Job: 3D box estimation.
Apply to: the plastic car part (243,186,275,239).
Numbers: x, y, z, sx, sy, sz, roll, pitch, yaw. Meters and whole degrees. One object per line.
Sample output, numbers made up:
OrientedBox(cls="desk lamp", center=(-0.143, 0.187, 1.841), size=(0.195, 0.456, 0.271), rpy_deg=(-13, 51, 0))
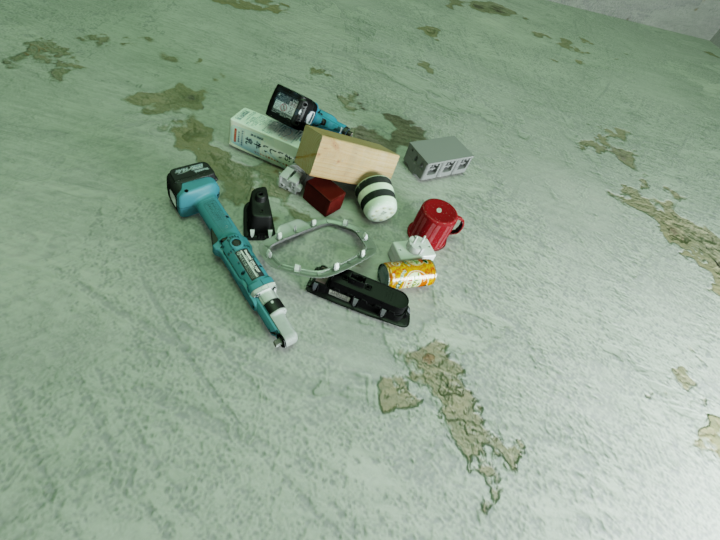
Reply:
OrientedBox(cls="plastic car part", center=(-0.207, -0.126, 0.868), size=(0.064, 0.070, 0.121), rpy_deg=(0, 54, -19))

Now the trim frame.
OrientedBox(cls="trim frame", center=(-0.081, -0.053, 0.827), size=(0.194, 0.027, 0.241), rpy_deg=(29, 41, 33))

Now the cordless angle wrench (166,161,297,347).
OrientedBox(cls="cordless angle wrench", center=(-0.236, -0.037, 0.790), size=(0.095, 0.073, 0.441), rpy_deg=(-24, 62, -30))

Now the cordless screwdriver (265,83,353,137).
OrientedBox(cls="cordless screwdriver", center=(-0.115, -0.373, 1.032), size=(0.163, 0.074, 0.245), rpy_deg=(29, 17, 8))

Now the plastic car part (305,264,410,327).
OrientedBox(cls="plastic car part", center=(0.005, 0.038, 0.789), size=(0.205, 0.066, 0.066), rpy_deg=(25, 42, 4))
